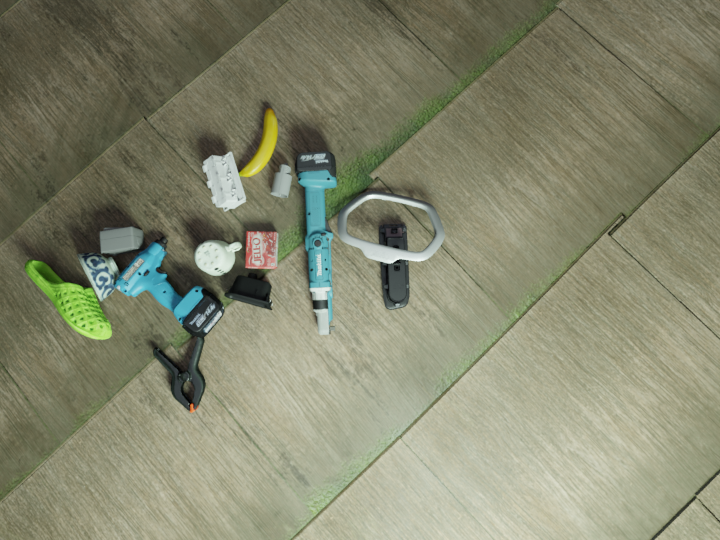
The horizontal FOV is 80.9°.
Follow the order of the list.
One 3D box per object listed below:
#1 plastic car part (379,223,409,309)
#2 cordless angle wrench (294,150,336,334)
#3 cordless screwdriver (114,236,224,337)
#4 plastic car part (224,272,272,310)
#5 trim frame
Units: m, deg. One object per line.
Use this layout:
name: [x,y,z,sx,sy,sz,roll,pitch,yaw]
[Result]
plastic car part: [0.084,-0.010,0.982,0.066,0.067,0.204,-1,85,-7]
cordless angle wrench: [-0.097,-0.064,0.993,0.098,0.074,0.425,-3,85,1]
cordless screwdriver: [-0.429,0.036,0.991,0.253,0.073,0.159,30,68,7]
plastic car part: [-0.256,0.043,0.995,0.118,0.064,0.071,17,69,7]
trim frame: [0.067,-0.103,0.974,0.255,0.026,0.186,14,61,14]
